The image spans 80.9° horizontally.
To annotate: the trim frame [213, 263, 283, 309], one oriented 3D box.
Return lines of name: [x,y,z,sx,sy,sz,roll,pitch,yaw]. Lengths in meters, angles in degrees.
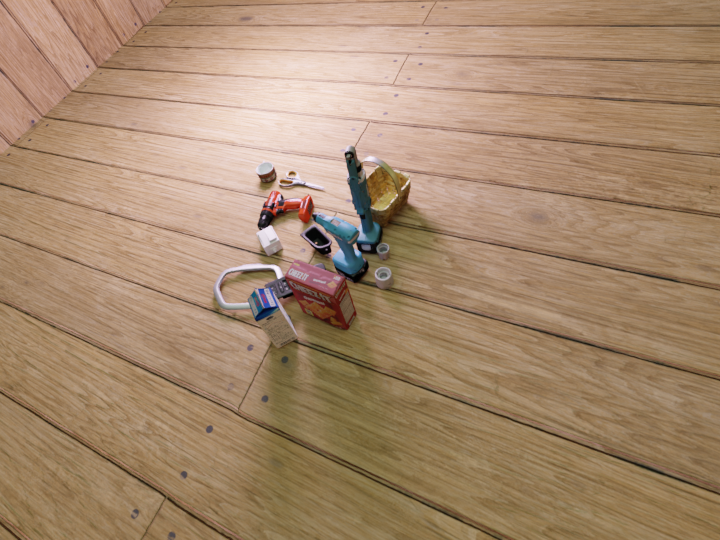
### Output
trim frame: [-0.376,0.050,1.416,0.252,0.026,0.190,-7,54,10]

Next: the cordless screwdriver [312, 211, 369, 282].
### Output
cordless screwdriver: [-0.062,-0.075,1.287,0.167,0.238,0.074,31,67,28]

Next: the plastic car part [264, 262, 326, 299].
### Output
plastic car part: [-0.198,0.044,1.349,0.202,0.064,0.069,-25,54,-3]

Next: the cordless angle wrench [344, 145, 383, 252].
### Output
cordless angle wrench: [0.003,-0.205,1.257,0.076,0.404,0.099,6,57,15]

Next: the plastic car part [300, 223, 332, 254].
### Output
plastic car part: [-0.139,-0.091,1.425,0.065,0.068,0.123,-38,56,-14]
